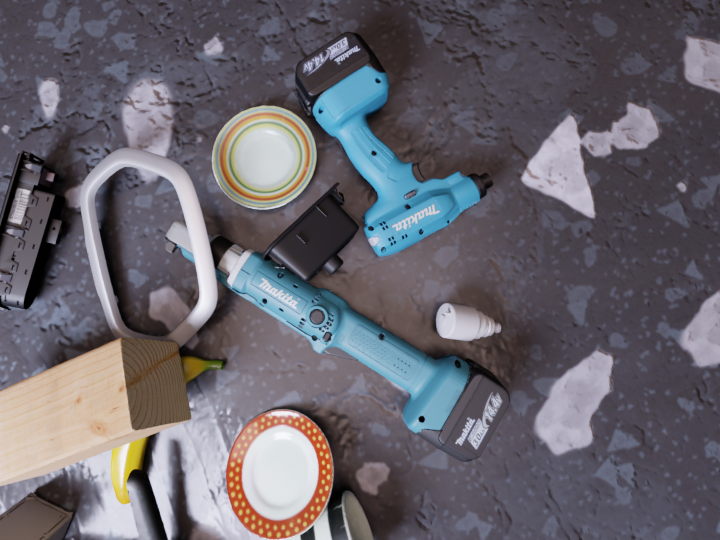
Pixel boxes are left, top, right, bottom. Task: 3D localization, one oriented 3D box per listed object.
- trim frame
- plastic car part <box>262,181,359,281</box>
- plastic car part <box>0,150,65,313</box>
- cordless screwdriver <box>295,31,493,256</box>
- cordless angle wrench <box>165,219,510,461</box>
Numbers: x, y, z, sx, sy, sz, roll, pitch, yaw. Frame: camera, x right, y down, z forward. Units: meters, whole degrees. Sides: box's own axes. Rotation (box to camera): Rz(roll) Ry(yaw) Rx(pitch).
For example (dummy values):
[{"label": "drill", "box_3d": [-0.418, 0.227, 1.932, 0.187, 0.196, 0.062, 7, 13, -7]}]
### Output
[{"label": "trim frame", "box_3d": [-0.256, -0.022, 0.500, 0.188, 0.027, 0.248, -13, 92, 17]}, {"label": "plastic car part", "box_3d": [-0.046, -0.030, 0.475, 0.072, 0.066, 0.116, 39, 67, 4]}, {"label": "plastic car part", "box_3d": [-0.411, -0.038, 0.523, 0.064, 0.069, 0.203, 19, 84, -25]}, {"label": "cordless screwdriver", "box_3d": [0.035, -0.158, 0.503, 0.159, 0.074, 0.250, -28, 88, -1]}, {"label": "cordless angle wrench", "box_3d": [-0.047, 0.054, 0.488, 0.429, 0.073, 0.098, 31, 87, 8]}]
